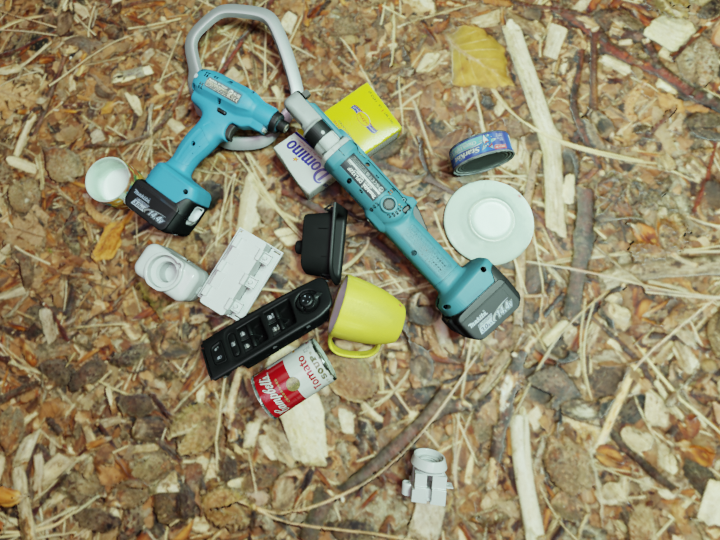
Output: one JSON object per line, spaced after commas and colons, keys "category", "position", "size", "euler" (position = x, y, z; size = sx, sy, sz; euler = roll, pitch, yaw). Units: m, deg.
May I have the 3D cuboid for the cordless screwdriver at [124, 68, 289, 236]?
{"category": "cordless screwdriver", "position": [-0.228, -0.165, 0.638], "size": [0.162, 0.073, 0.249], "euler": [30, 90, 8]}

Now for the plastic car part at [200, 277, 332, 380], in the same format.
{"category": "plastic car part", "position": [-0.123, 0.087, 0.604], "size": [0.203, 0.063, 0.070], "euler": [-33, 47, 2]}

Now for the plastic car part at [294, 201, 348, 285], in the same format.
{"category": "plastic car part", "position": [-0.062, -0.040, 0.629], "size": [0.073, 0.064, 0.117], "euler": [7, 86, 18]}

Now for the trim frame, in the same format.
{"category": "trim frame", "position": [-0.193, -0.313, 0.681], "size": [0.186, 0.027, 0.250], "euler": [-20, 87, 7]}

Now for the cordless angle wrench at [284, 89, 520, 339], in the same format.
{"category": "cordless angle wrench", "position": [0.038, -0.089, 0.593], "size": [0.098, 0.074, 0.425], "euler": [-42, 87, -3]}
